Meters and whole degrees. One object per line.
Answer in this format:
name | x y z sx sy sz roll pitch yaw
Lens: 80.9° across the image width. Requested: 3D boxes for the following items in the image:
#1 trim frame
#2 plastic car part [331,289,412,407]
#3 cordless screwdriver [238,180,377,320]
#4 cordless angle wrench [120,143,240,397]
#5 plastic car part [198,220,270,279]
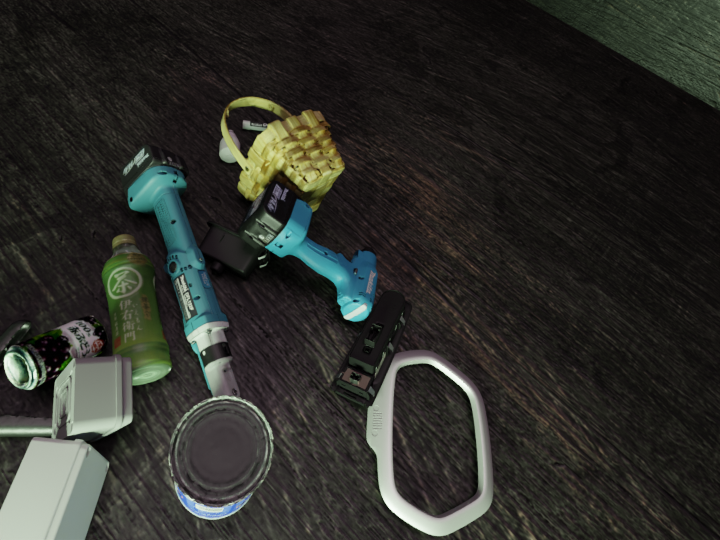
trim frame | 0.100 0.231 0.607 0.181 0.027 0.254 12 54 -8
plastic car part | 0.024 0.102 0.656 0.069 0.064 0.202 12 44 22
cordless screwdriver | -0.068 -0.044 0.692 0.241 0.076 0.161 39 37 -17
cordless angle wrench | -0.263 -0.003 0.636 0.071 0.099 0.438 15 43 -59
plastic car part | -0.213 -0.025 0.692 0.118 0.065 0.071 22 66 5
